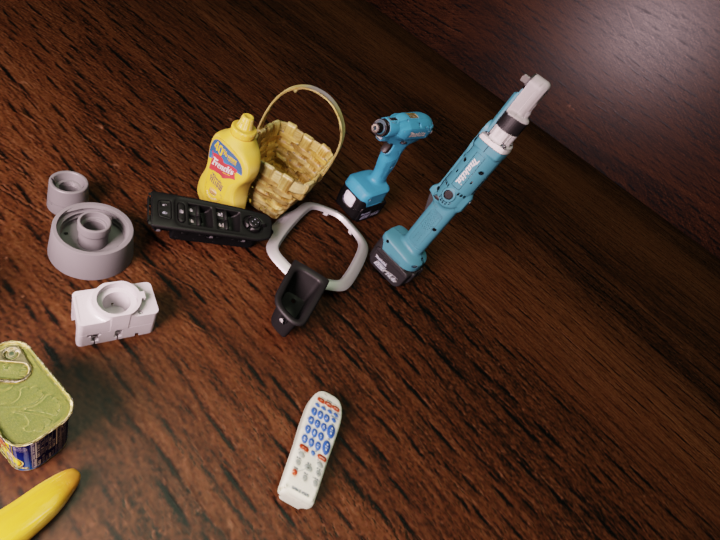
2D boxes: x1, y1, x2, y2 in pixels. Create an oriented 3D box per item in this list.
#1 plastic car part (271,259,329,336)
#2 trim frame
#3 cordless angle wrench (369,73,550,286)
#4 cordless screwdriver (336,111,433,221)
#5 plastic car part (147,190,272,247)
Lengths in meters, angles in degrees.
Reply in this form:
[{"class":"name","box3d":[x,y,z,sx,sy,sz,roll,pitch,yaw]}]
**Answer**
[{"class":"plastic car part","box3d":[-0.103,0.051,0.640,0.066,0.071,0.117,30,40,-5]},{"class":"trim frame","box3d":[-0.078,-0.051,0.795,0.184,0.027,0.249,30,40,-1]},{"class":"cordless angle wrench","box3d":[0.159,-0.134,0.721,0.101,0.423,0.072,49,41,14]},{"class":"cordless screwdriver","box3d":[0.030,-0.208,0.851,0.153,0.249,0.077,-21,65,-45]},{"class":"plastic car part","box3d":[-0.239,-0.070,0.683,0.194,0.067,0.069,4,48,-30]}]
